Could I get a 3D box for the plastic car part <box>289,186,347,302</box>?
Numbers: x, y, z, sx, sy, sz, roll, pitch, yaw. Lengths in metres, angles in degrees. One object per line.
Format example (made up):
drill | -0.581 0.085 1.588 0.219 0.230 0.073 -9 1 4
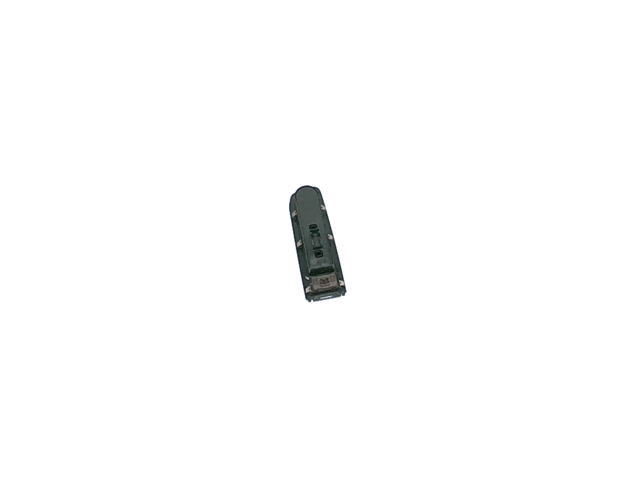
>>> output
plastic car part | -0.012 -0.006 0.690 0.066 0.202 0.067 -14 -26 3
